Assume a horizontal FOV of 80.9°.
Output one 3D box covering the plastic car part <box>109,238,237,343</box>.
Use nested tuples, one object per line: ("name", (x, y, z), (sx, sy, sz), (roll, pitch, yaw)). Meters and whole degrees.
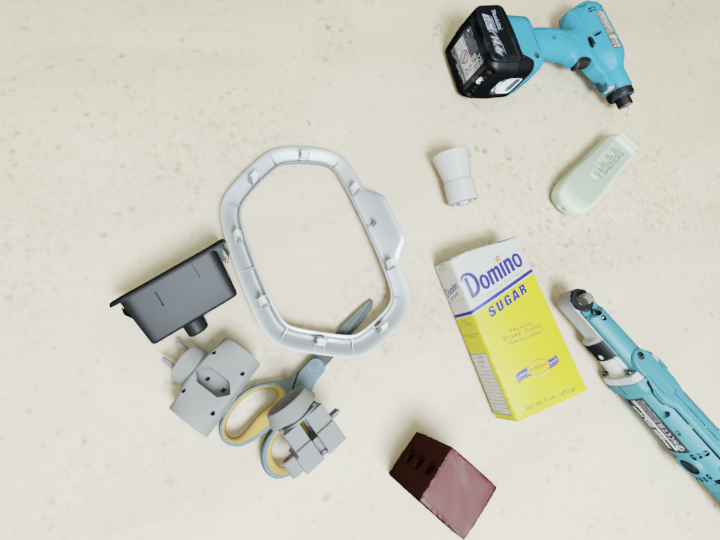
("plastic car part", (-0.167, 0.026, 0.409), (0.115, 0.068, 0.070), (-36, 101, -15))

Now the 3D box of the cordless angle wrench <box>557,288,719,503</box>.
("cordless angle wrench", (0.367, 0.192, 0.449), (0.073, 0.097, 0.431), (-35, 79, -19))

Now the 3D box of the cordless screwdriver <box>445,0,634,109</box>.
("cordless screwdriver", (0.249, -0.275, 0.562), (0.243, 0.075, 0.162), (-15, 79, -19))

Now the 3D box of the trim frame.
("trim frame", (-0.044, -0.029, 0.453), (0.180, 0.027, 0.255), (-19, 74, -18))
